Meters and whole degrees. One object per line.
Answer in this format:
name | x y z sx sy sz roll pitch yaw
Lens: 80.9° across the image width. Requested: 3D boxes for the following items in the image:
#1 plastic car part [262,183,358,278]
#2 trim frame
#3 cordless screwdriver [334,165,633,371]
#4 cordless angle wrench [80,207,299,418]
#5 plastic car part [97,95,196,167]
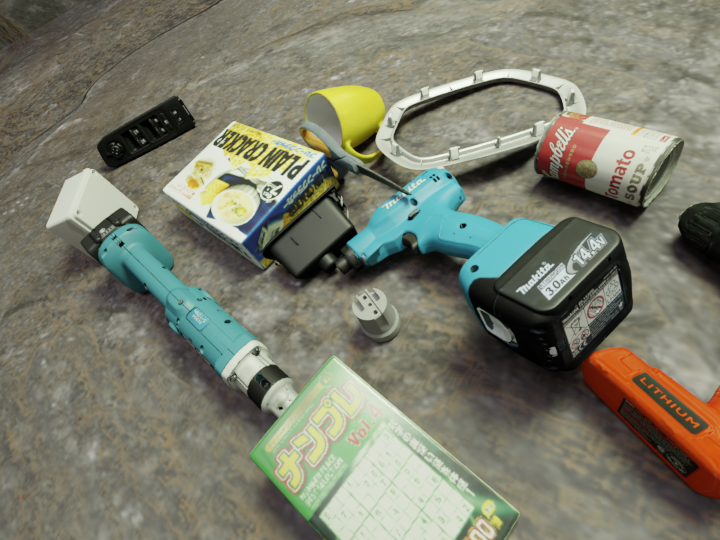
plastic car part | -0.049 -0.032 0.499 0.116 0.063 0.074 -44 65 -5
trim frame | 0.141 -0.194 0.524 0.250 0.026 0.192 -15 49 4
cordless screwdriver | 0.083 -0.008 0.384 0.159 0.071 0.262 -39 36 -5
cordless angle wrench | -0.192 0.050 0.486 0.447 0.093 0.074 31 69 34
plastic car part | -0.430 -0.278 0.842 0.204 0.063 0.070 -28 41 4
